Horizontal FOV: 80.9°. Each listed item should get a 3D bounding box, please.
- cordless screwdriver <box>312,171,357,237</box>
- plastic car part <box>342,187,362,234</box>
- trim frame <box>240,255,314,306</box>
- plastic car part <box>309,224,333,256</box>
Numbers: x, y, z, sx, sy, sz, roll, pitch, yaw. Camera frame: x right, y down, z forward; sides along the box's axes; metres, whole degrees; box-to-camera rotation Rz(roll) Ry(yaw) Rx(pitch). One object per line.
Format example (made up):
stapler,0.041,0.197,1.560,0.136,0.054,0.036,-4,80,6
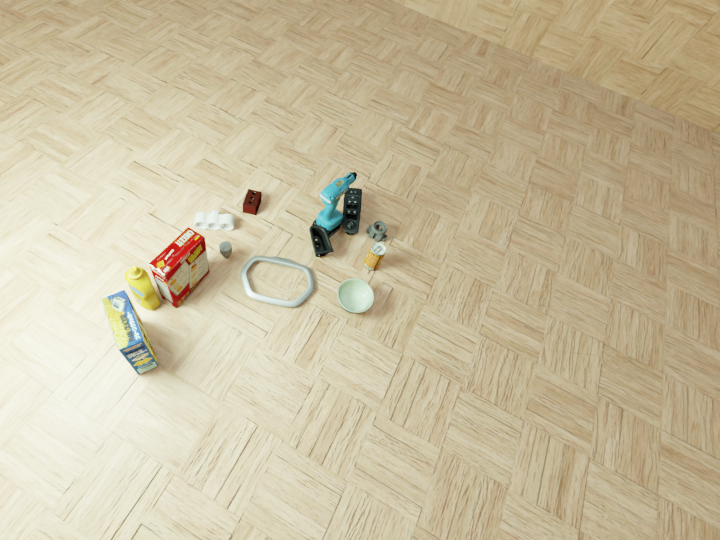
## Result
cordless screwdriver,-0.086,-0.227,1.465,0.076,0.245,0.157,40,59,11
plastic car part,-0.036,-0.213,1.570,0.066,0.066,0.208,7,57,-7
trim frame,-0.274,0.030,1.401,0.248,0.027,0.188,10,57,-2
plastic car part,-0.144,-0.094,1.475,0.064,0.070,0.121,-10,60,-17
